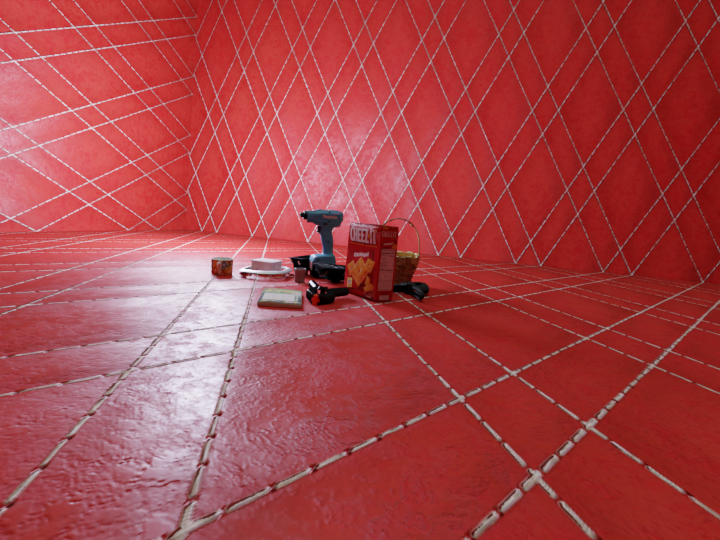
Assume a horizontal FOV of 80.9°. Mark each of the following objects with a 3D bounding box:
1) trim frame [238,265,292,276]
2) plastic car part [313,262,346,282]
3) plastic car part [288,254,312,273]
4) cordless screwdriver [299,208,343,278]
[{"bbox_3d":[-0.342,0.000,1.518,0.185,0.027,0.248,5,7,2],"label":"trim frame"},{"bbox_3d":[-0.067,0.009,1.458,0.193,0.067,0.070,-1,8,-39],"label":"plastic car part"},{"bbox_3d":[-0.211,-0.021,1.589,0.069,0.070,0.111,8,7,33],"label":"plastic car part"},{"bbox_3d":[-0.150,-0.098,1.530,0.154,0.247,0.077,3,5,-19],"label":"cordless screwdriver"}]
